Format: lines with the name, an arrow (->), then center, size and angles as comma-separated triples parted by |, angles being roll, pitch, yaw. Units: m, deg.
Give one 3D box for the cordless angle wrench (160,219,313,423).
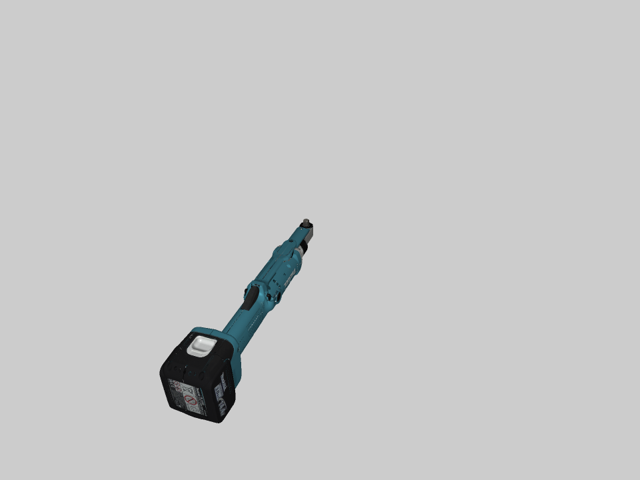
cordless angle wrench -> -0.092, 0.085, 0.680 | 0.074, 0.098, 0.421 | 10, 34, 16
